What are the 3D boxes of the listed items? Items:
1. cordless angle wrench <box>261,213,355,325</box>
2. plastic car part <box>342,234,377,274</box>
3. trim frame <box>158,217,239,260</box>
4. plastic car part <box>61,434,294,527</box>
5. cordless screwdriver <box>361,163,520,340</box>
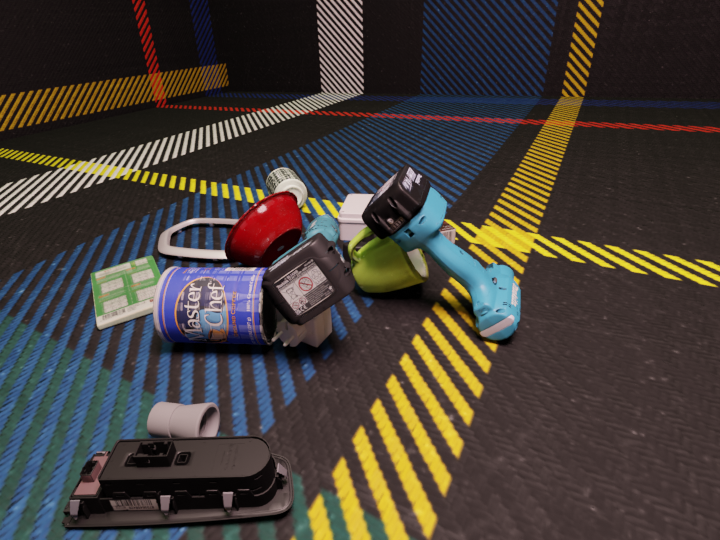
[{"bbox_3d":[-0.066,-0.043,0.674,0.099,0.073,0.429,-34,14,8],"label":"cordless angle wrench"},{"bbox_3d":[0.018,-0.034,0.716,0.113,0.069,0.070,-15,30,-26],"label":"plastic car part"},{"bbox_3d":[-0.291,-0.069,0.858,0.255,0.027,0.185,2,31,14],"label":"trim frame"},{"bbox_3d":[-0.160,0.180,0.380,0.203,0.065,0.067,0,22,1],"label":"plastic car part"},{"bbox_3d":[0.125,-0.036,0.588,0.248,0.075,0.158,44,35,-3],"label":"cordless screwdriver"}]
